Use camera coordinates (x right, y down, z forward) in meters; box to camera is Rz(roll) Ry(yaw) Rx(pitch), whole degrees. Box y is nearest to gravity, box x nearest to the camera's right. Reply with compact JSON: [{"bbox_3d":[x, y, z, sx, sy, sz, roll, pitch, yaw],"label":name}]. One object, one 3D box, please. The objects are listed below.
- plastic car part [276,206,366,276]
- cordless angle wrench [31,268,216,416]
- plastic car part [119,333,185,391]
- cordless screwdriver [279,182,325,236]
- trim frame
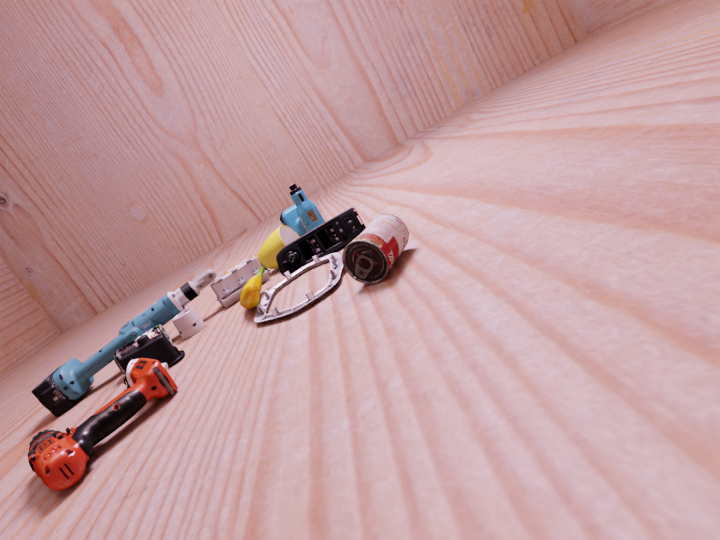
[{"bbox_3d":[-0.088,-0.058,0.902,0.203,0.066,0.067,-30,4,1],"label":"plastic car part"},{"bbox_3d":[-0.486,0.134,0.912,0.420,0.072,0.101,-39,16,-10],"label":"cordless angle wrench"},{"bbox_3d":[-0.384,0.153,0.766,0.117,0.069,0.067,-32,15,3],"label":"plastic car part"},{"bbox_3d":[-0.169,-0.156,1.167,0.073,0.156,0.256,-33,13,-15],"label":"cordless screwdriver"},{"bbox_3d":[-0.105,0.022,0.755,0.185,0.027,0.252,-27,15,7],"label":"trim frame"}]
